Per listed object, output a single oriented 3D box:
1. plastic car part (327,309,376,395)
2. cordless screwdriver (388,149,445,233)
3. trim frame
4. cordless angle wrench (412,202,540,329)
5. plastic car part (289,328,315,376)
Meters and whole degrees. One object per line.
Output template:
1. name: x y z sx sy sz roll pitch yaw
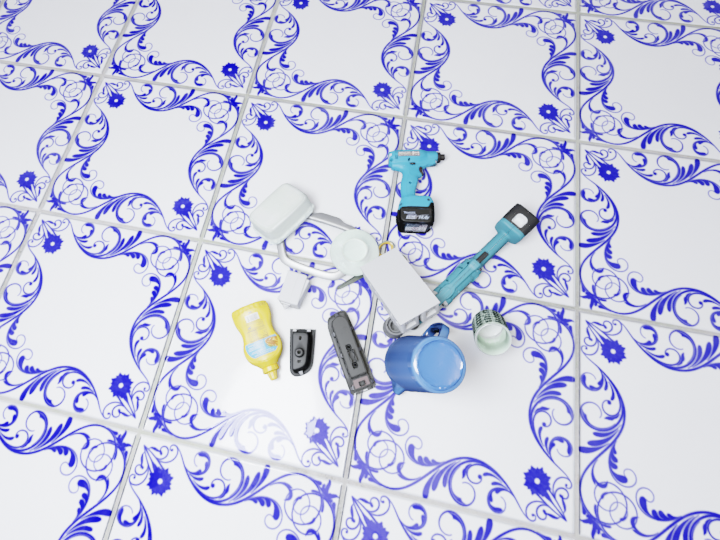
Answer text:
1. plastic car part: -0.030 0.194 1.030 0.066 0.065 0.210 -22 69 0
2. cordless screwdriver: 0.164 -0.227 1.163 0.160 0.072 0.255 -3 67 1
3. trim frame: -0.112 -0.073 1.146 0.253 0.027 0.185 17 73 10
4. cordless angle wrench: 0.274 0.001 1.073 0.421 0.096 0.076 -43 77 -7
5. plastic car part: -0.146 0.195 1.029 0.066 0.069 0.119 0 68 1
